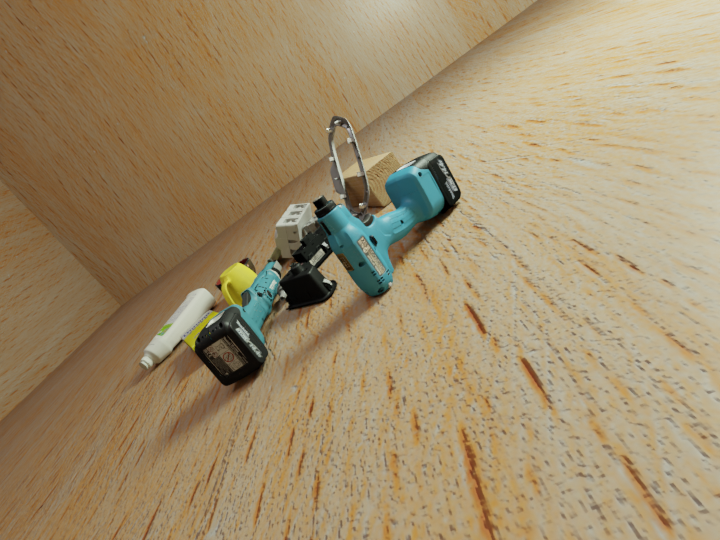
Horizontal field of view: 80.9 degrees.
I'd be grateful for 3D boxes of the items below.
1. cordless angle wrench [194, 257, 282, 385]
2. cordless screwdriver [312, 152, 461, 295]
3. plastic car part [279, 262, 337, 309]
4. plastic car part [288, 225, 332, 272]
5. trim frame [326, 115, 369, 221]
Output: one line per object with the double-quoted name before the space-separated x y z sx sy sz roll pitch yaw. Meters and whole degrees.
"cordless angle wrench" -0.199 0.059 0.818 0.075 0.096 0.429 -34 16 10
"cordless screwdriver" 0.041 -0.098 0.639 0.246 0.155 0.077 -47 18 -32
"plastic car part" -0.099 0.020 0.744 0.120 0.069 0.065 -20 25 49
"plastic car part" -0.090 -0.059 0.923 0.201 0.066 0.068 -46 12 -30
"trim frame" -0.032 -0.228 0.953 0.027 0.250 0.187 -16 -2 -18
